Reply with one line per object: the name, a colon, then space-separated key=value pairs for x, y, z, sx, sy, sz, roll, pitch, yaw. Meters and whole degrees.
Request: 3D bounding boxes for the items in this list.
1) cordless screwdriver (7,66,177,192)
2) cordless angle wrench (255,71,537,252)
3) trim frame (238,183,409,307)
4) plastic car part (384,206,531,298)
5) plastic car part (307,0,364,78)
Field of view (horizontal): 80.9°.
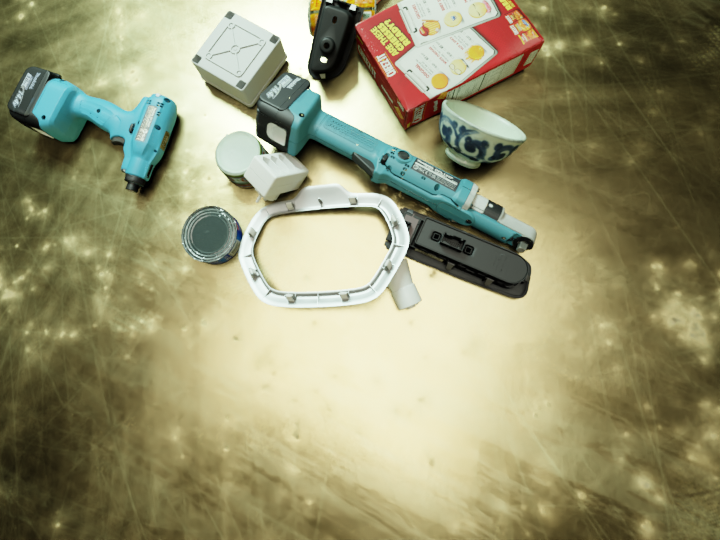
cordless screwdriver: x=-0.433 y=-0.226 z=0.682 sx=0.252 sy=0.073 sz=0.160 roll=15 pitch=82 yaw=6
cordless angle wrench: x=0.050 y=-0.144 z=0.600 sx=0.429 sy=0.073 sz=0.098 roll=29 pitch=57 yaw=7
trim frame: x=-0.058 y=-0.038 z=0.596 sx=0.255 sy=0.026 sz=0.188 roll=-4 pitch=65 yaw=15
plastic car part: x=0.140 y=-0.028 z=0.578 sx=0.206 sy=0.066 sz=0.066 roll=25 pitch=76 yaw=8
plastic car part: x=-0.045 y=-0.343 z=0.631 sx=0.066 sy=0.072 sz=0.115 roll=19 pitch=113 yaw=-4
